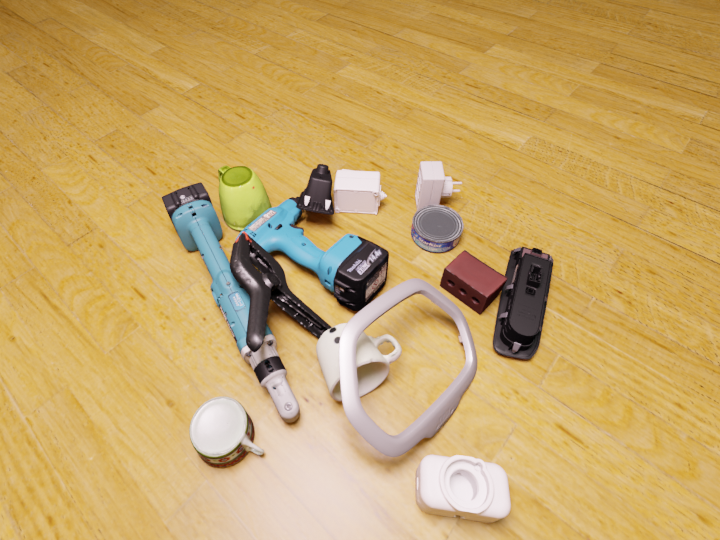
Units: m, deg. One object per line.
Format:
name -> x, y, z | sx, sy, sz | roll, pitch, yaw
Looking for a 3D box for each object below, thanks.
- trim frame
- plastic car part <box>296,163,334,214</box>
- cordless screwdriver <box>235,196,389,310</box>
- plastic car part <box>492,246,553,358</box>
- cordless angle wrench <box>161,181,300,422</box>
trim frame -> 0.067, 0.115, 0.541 | 0.242, 0.028, 0.185 | -30, 88, -40
plastic car part -> -0.074, -0.153, 0.759 | 0.065, 0.070, 0.119 | 11, 28, -8
cordless screwdriver -> -0.069, -0.045, 0.707 | 0.260, 0.072, 0.158 | 24, 50, 24
plastic car part -> 0.251, 0.038, 0.631 | 0.068, 0.065, 0.204 | 22, 59, 8
cordless angle wrench -> -0.198, 0.033, 0.648 | 0.073, 0.095, 0.443 | -25, 59, -18
